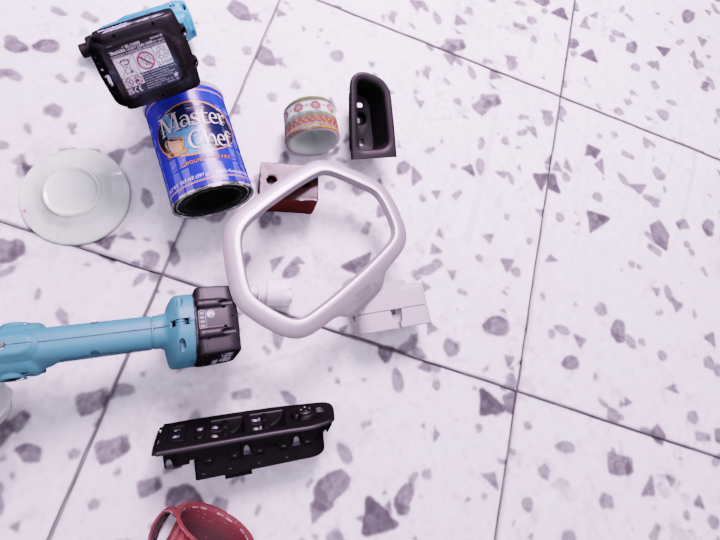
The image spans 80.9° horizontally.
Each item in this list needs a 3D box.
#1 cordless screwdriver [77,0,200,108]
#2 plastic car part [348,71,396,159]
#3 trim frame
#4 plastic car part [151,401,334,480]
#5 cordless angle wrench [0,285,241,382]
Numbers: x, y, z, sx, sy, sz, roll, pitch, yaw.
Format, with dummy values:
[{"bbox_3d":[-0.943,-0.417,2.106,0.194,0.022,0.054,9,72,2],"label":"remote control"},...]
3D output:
[{"bbox_3d":[-0.276,-0.268,0.510,0.158,0.071,0.261,-21,41,-7],"label":"cordless screwdriver"},{"bbox_3d":[0.006,-0.215,0.607,0.065,0.073,0.116,-6,94,-15],"label":"plastic car part"},{"bbox_3d":[-0.050,-0.033,0.511,0.185,0.028,0.245,47,63,3],"label":"trim frame"},{"bbox_3d":[-0.123,0.195,0.479,0.199,0.067,0.067,-10,89,-13],"label":"plastic car part"},{"bbox_3d":[-0.335,0.080,0.413,0.410,0.098,0.076,-5,70,-22],"label":"cordless angle wrench"}]
